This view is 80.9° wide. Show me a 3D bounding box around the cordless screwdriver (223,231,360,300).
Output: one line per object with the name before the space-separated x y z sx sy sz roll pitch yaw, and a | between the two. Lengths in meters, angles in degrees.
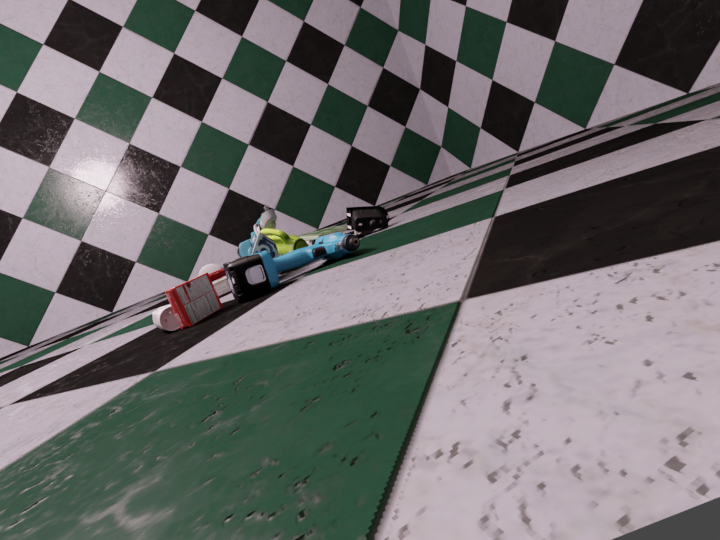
cordless screwdriver | -0.128 -0.018 0.803 0.242 0.074 0.164 -21 7 -24

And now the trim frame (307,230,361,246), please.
trim frame | -0.114 -0.074 1.164 0.242 0.027 0.190 -16 7 -21

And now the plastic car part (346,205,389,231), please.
plastic car part | 0.024 -0.132 1.121 0.117 0.064 0.073 -4 25 0

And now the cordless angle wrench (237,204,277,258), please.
cordless angle wrench | -0.274 -0.080 1.152 0.073 0.099 0.428 -24 -4 -23
